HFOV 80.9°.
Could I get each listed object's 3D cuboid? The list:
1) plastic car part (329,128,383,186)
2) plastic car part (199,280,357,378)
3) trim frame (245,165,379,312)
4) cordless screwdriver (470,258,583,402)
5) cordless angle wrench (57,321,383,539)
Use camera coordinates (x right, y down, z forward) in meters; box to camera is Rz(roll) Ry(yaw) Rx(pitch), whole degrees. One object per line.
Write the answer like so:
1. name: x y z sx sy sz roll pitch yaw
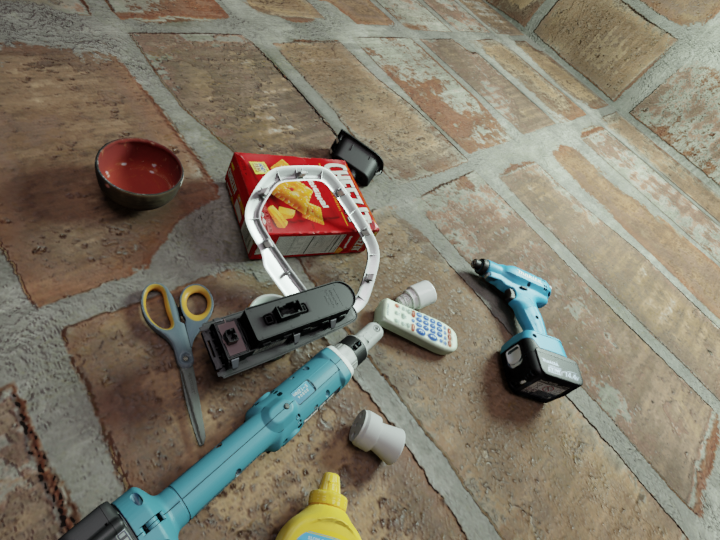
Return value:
1. plastic car part: -0.014 -0.210 0.834 0.116 0.066 0.071 35 61 -5
2. plastic car part: -0.081 0.053 0.503 0.195 0.067 0.069 -14 58 -40
3. trim frame: -0.060 -0.039 0.611 0.182 0.029 0.241 -42 109 -27
4. cordless screwdriver: 0.272 0.087 0.732 0.156 0.074 0.254 22 43 -12
5. cordless angle wrench: -0.095 0.164 0.462 0.076 0.098 0.412 45 43 11
